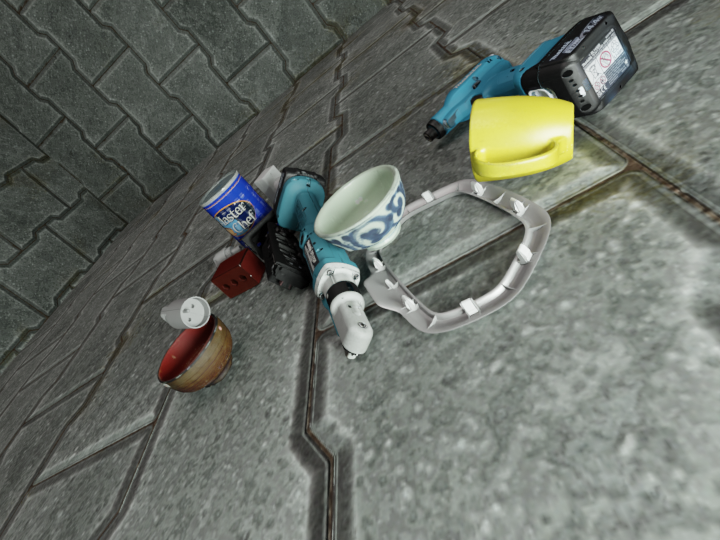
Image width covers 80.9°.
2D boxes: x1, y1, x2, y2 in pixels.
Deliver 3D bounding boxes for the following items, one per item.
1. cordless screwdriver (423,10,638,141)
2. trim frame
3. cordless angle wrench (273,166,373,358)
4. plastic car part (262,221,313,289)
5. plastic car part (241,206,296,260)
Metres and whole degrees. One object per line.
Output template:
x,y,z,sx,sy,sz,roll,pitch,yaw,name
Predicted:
0.192,-0.229,0.549,0.159,0.071,0.259,-45,25,-3,cordless screwdriver
0.085,-0.028,0.458,0.185,0.026,0.259,-41,30,5,trim frame
-0.058,-0.038,0.595,0.442,0.072,0.097,-119,44,-56,cordless angle wrench
-0.125,-0.021,0.681,0.067,0.064,0.211,-63,24,19,plastic car part
-0.171,-0.072,0.808,0.116,0.064,0.073,-52,14,-23,plastic car part
